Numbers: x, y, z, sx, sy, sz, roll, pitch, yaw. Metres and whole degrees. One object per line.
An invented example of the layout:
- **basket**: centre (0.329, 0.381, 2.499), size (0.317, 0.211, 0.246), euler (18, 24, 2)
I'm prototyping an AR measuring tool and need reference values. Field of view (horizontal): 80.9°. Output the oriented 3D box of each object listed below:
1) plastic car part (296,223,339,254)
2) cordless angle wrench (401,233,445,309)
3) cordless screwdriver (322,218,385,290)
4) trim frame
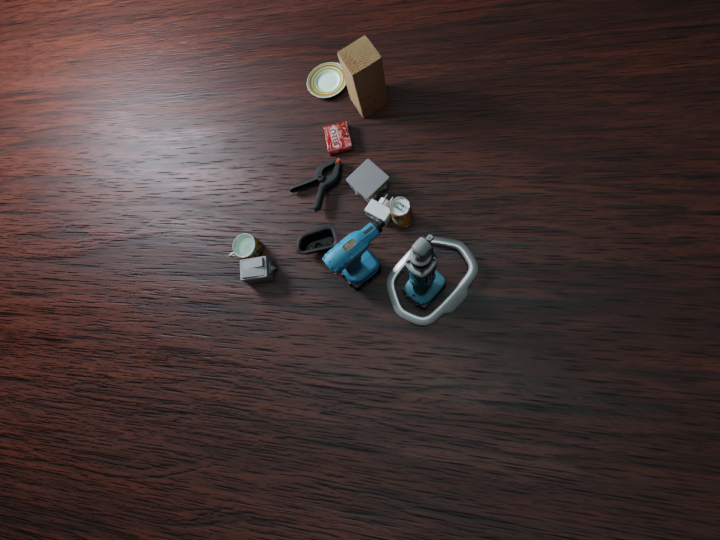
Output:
- **plastic car part**: centre (-0.114, -0.074, 1.162), size (0.118, 0.068, 0.067), euler (-16, 73, 8)
- **cordless angle wrench**: centre (0.132, 0.005, 0.897), size (0.077, 0.409, 0.098), euler (42, 87, 16)
- **cordless screwdriver**: centre (0.005, -0.037, 1.030), size (0.159, 0.240, 0.077), euler (-39, 74, 0)
- **trim frame**: centre (0.181, 0.023, 1.083), size (0.191, 0.026, 0.248), euler (42, 88, 21)
